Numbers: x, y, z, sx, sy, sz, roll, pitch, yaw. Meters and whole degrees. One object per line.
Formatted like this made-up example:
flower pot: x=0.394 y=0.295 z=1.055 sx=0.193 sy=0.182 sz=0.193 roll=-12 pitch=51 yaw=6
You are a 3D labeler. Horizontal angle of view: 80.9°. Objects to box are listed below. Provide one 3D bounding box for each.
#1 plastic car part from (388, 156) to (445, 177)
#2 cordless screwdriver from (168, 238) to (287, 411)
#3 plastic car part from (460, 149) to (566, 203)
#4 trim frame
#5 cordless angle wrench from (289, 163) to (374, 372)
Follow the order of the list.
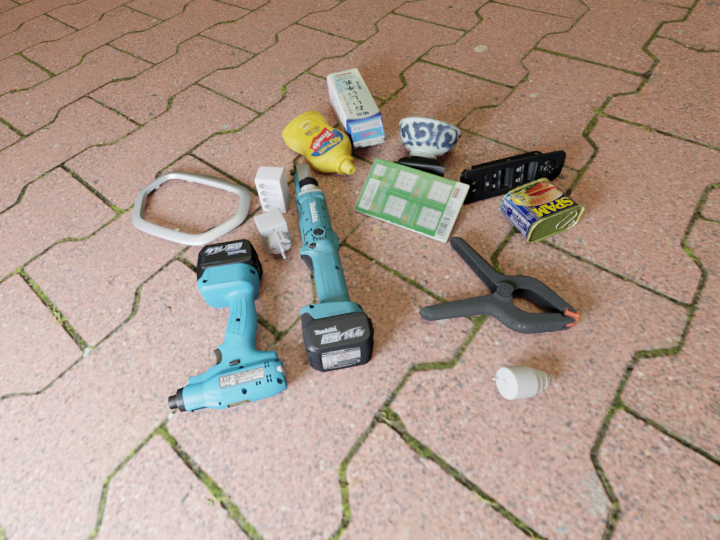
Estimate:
plastic car part: x=0.106 y=-0.190 z=0.810 sx=0.121 sy=0.064 sz=0.070 roll=16 pitch=41 yaw=20
cordless screwdriver: x=-0.208 y=0.078 z=0.630 sx=0.158 sy=0.072 sz=0.259 roll=-15 pitch=57 yaw=-5
plastic car part: x=0.274 y=-0.180 z=0.782 sx=0.202 sy=0.064 sz=0.069 roll=-12 pitch=27 yaw=-2
trim frame: x=-0.332 y=-0.129 z=0.828 sx=0.257 sy=0.026 sz=0.185 roll=13 pitch=57 yaw=18
cordless angle wrench: x=-0.070 y=-0.045 z=0.711 sx=0.097 sy=0.071 sz=0.441 roll=-12 pitch=50 yaw=-5
